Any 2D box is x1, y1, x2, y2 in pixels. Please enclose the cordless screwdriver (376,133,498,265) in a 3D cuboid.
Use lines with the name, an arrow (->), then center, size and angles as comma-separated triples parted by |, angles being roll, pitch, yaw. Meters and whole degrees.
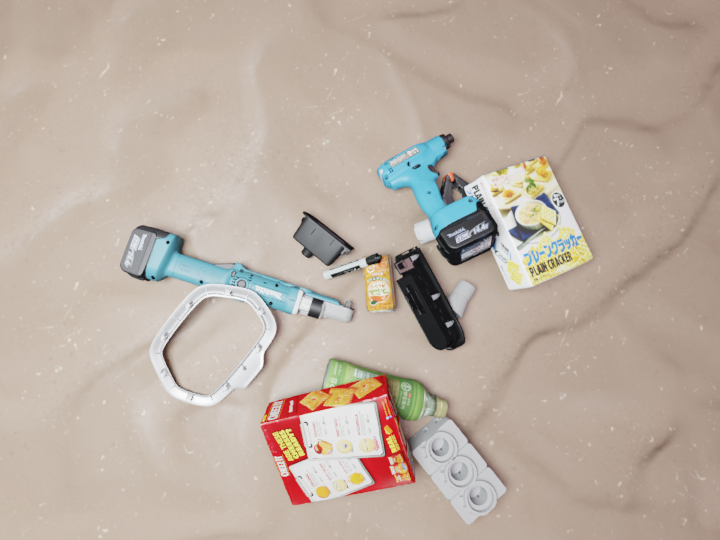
cordless screwdriver -> 0.156, -0.142, 0.768 | 0.159, 0.071, 0.260 | -31, 60, 0

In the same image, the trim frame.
trim frame -> -0.262, 0.135, 0.752 | 0.181, 0.028, 0.249 | 40, 95, -9

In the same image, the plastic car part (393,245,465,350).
plastic car part -> 0.122, 0.060, 0.773 | 0.065, 0.068, 0.204 | -28, 87, -49

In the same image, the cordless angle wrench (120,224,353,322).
cordless angle wrench -> -0.218, 0.024, 0.782 | 0.422, 0.074, 0.098 | 17, 83, -1

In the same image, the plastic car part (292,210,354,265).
plastic car part -> -0.078, -0.051, 0.803 | 0.118, 0.065, 0.071 | 36, 97, 6
